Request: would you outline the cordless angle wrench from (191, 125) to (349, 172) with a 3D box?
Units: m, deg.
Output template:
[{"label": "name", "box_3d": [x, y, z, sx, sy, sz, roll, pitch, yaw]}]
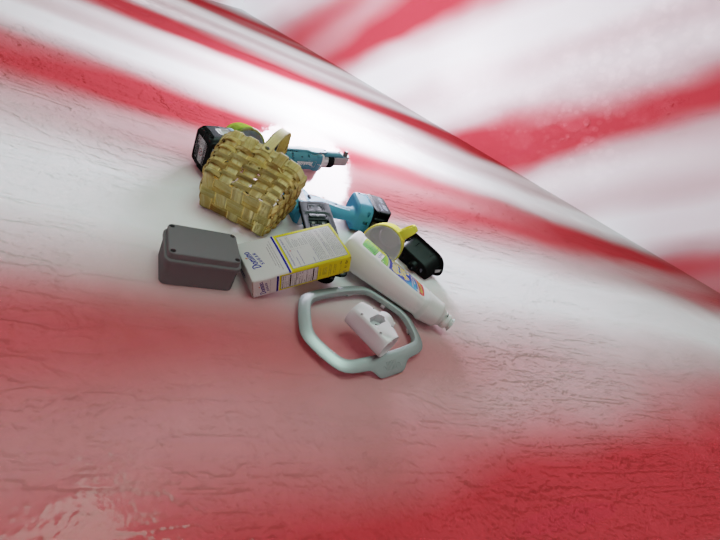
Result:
[{"label": "cordless angle wrench", "box_3d": [-0.187, -0.275, 1.019, 0.405, 0.097, 0.078, -9, 48, -42]}]

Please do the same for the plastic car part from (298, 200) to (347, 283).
[{"label": "plastic car part", "box_3d": [-0.080, -0.052, 0.817, 0.064, 0.066, 0.212, 6, 40, -26]}]

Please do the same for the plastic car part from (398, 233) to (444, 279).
[{"label": "plastic car part", "box_3d": [0.129, -0.027, 0.967, 0.069, 0.065, 0.121, -27, 63, -38]}]

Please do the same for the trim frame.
[{"label": "trim frame", "box_3d": [0.001, 0.095, 0.703, 0.237, 0.027, 0.194, -4, 41, -45]}]

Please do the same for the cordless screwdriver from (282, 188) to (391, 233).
[{"label": "cordless screwdriver", "box_3d": [-0.063, -0.156, 0.990, 0.239, 0.074, 0.167, 6, 36, -26]}]
